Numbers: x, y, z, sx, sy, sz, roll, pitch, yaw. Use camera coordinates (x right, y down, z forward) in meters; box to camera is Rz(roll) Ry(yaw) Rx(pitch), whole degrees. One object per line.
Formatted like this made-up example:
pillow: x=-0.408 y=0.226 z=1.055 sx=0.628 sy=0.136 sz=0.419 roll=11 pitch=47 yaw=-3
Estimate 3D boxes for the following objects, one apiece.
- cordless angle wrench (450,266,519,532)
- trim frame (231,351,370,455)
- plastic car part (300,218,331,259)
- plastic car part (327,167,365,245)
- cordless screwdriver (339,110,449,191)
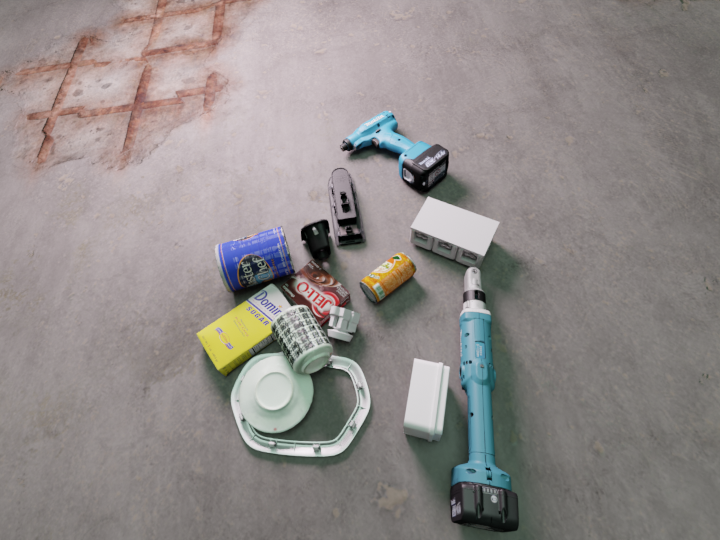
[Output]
cordless angle wrench: x=0.193 y=0.174 z=0.699 sx=0.075 sy=0.095 sz=0.432 roll=6 pitch=56 yaw=4
trim frame: x=-0.108 y=0.223 z=0.743 sx=0.252 sy=0.026 sz=0.189 roll=-1 pitch=58 yaw=9
plastic car part: x=-0.085 y=-0.056 z=0.871 sx=0.065 sy=0.116 sz=0.072 roll=-17 pitch=84 yaw=-6
plastic car part: x=-0.039 y=-0.155 z=0.950 sx=0.067 sy=0.064 sz=0.210 roll=-13 pitch=55 yaw=5
cordless screwdriver: x=0.077 y=-0.280 z=1.004 sx=0.157 sy=0.071 sz=0.262 roll=-34 pitch=57 yaw=-14
